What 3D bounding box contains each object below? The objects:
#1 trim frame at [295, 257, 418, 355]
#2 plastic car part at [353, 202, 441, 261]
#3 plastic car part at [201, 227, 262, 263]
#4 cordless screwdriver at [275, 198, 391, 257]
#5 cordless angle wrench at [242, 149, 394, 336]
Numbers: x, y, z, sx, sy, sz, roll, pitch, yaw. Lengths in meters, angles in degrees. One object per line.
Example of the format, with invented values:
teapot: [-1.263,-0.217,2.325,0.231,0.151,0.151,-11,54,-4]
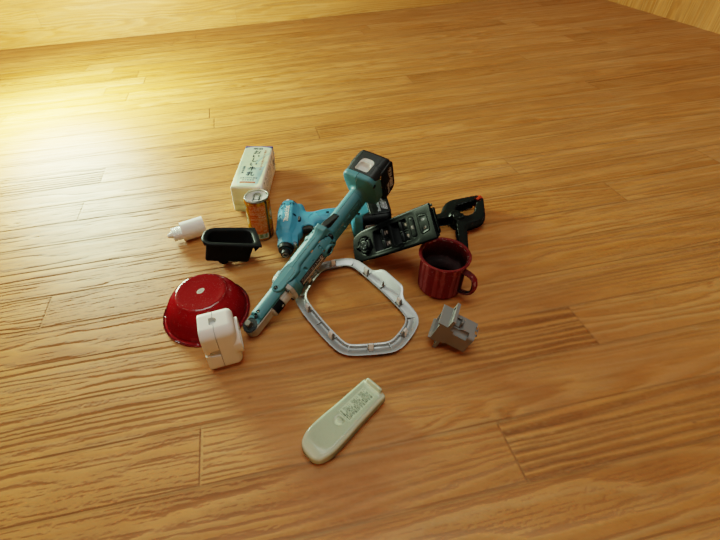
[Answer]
trim frame: [-0.011,0.057,0.775,0.180,0.026,0.263,-27,46,-24]
plastic car part: [0.069,-0.068,0.819,0.210,0.067,0.064,-18,-3,39]
plastic car part: [-0.270,-0.046,0.869,0.112,0.070,0.069,-4,40,-25]
cordless screwdriver: [-0.059,-0.096,0.910,0.251,0.071,0.164,-5,45,4]
cordless angle wrench: [-0.078,-0.051,0.800,0.078,0.094,0.422,27,69,23]
